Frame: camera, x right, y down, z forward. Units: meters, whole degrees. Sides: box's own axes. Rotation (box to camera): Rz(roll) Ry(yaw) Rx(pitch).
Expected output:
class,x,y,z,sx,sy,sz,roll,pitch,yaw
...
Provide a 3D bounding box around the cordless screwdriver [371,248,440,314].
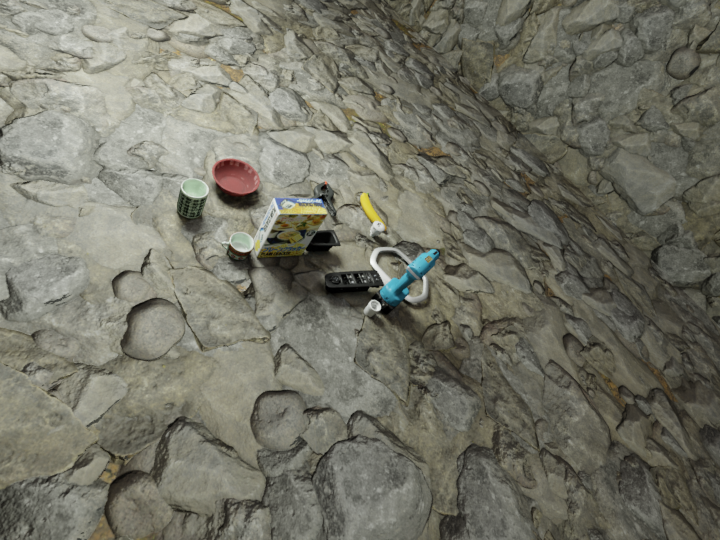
class,x,y,z,sx,sy,sz,roll,pitch,yaw
cordless screwdriver,0.148,0.028,1.326,0.076,0.250,0.155,47,45,7

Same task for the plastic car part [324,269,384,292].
class,x,y,z,sx,sy,sz,roll,pitch,yaw
plastic car part,-0.030,0.038,1.346,0.195,0.067,0.069,0,55,-29

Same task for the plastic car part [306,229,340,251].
class,x,y,z,sx,sy,sz,roll,pitch,yaw
plastic car part,-0.136,-0.089,1.390,0.112,0.071,0.068,-6,59,-34

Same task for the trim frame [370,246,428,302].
class,x,y,z,sx,sy,sz,roll,pitch,yaw
trim frame,0.139,0.012,1.491,0.254,0.027,0.180,45,46,11
